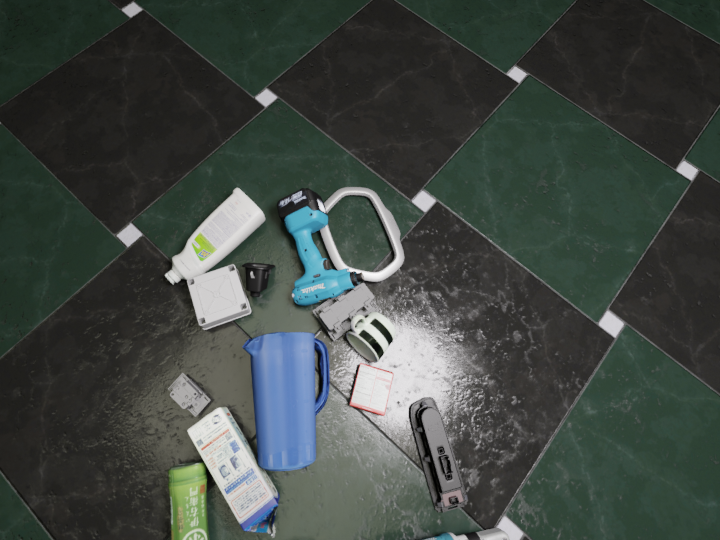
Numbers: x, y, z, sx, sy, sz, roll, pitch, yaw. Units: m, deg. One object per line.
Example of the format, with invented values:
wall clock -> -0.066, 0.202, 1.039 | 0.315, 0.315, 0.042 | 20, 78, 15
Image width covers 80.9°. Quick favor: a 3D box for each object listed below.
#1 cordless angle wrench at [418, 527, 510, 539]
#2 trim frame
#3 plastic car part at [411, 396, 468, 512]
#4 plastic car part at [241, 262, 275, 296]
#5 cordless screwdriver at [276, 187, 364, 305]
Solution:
cordless angle wrench -> 0.066, 0.517, 0.746 | 0.418, 0.097, 0.076 | -8, 76, -9
trim frame -> 0.002, -0.088, 0.989 | 0.182, 0.027, 0.256 | -19, 69, -10
plastic car part -> 0.151, 0.355, 0.822 | 0.066, 0.065, 0.209 | -15, 69, -2
plastic car part -> -0.223, 0.020, 0.909 | 0.066, 0.118, 0.070 | 4, 96, -5
cordless screwdriver -> -0.091, -0.059, 0.928 | 0.163, 0.071, 0.255 | -19, 72, 19
